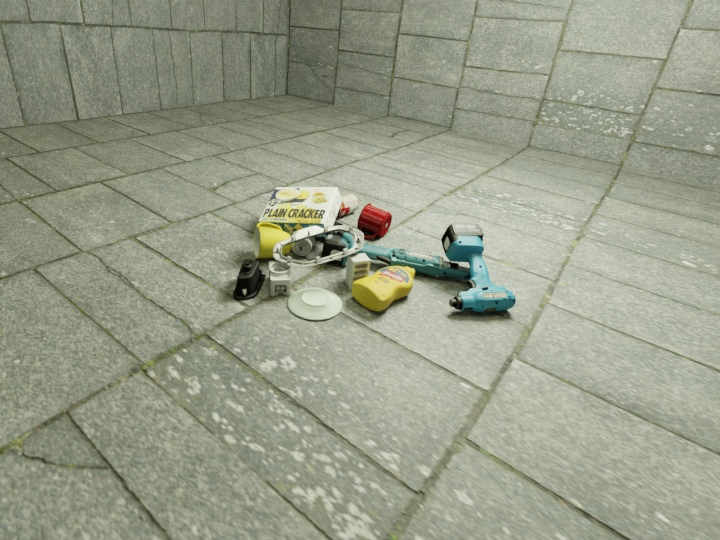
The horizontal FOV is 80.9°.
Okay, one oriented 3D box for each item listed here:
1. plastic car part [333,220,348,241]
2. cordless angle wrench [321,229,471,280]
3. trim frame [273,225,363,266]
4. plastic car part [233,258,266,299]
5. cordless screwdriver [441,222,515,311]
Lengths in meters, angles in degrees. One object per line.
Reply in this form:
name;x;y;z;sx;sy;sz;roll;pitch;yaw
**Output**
plastic car part;-0.121;-0.142;1.322;0.214;0.066;0.064;20;25;33
cordless angle wrench;0.108;-0.031;1.161;0.430;0.073;0.099;12;32;8
trim frame;-0.107;-0.070;1.099;0.243;0.026;0.194;-19;33;-17
plastic car part;-0.275;0.012;1.035;0.066;0.069;0.119;4;27;-1
cordless screwdriver;0.269;-0.007;1.073;0.156;0.073;0.259;-4;53;-13
